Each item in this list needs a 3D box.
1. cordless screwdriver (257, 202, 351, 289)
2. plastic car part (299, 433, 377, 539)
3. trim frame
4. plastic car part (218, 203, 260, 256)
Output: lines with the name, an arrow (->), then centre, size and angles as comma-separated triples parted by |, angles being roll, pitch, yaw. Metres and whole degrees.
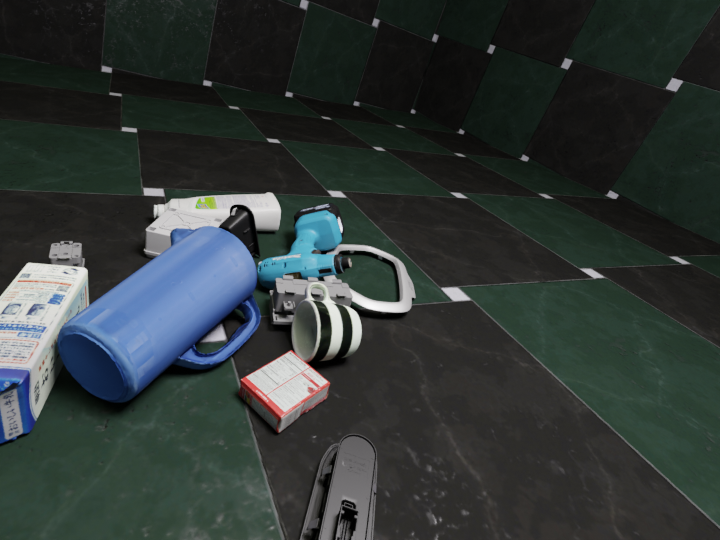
cordless screwdriver -> -0.077, -0.050, 0.788 | 0.163, 0.072, 0.251 | -9, 26, 16
plastic car part -> -0.019, 0.229, 0.381 | 0.067, 0.066, 0.204 | 9, 25, 4
trim frame -> 0.018, 0.009, 0.816 | 0.183, 0.027, 0.253 | 13, 25, -4
plastic car part -> -0.230, -0.059, 0.767 | 0.068, 0.113, 0.070 | 25, 53, 17
